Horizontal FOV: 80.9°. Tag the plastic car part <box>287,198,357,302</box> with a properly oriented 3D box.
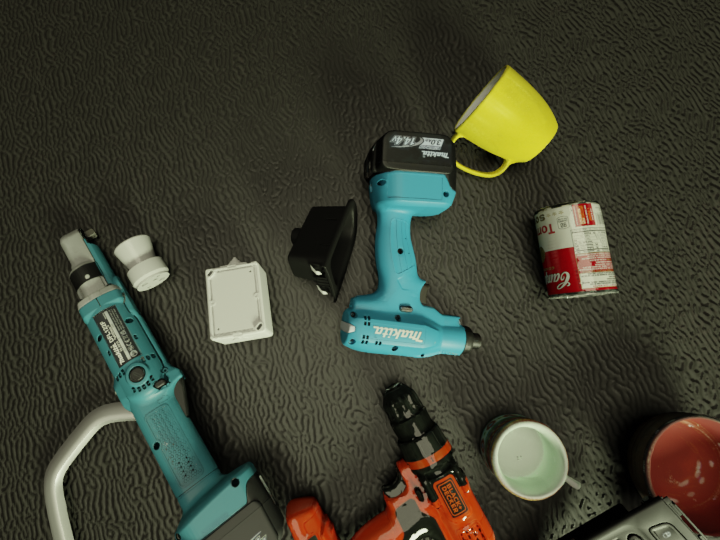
[{"bbox_3d":[-0.048,-0.032,0.494,0.073,0.063,0.118,3,51,14],"label":"plastic car part"}]

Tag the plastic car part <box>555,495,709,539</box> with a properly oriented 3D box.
[{"bbox_3d":[0.218,0.284,0.409,0.204,0.066,0.067,-41,87,10],"label":"plastic car part"}]

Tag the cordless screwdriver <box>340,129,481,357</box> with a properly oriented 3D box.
[{"bbox_3d":[0.069,-0.027,0.486,0.157,0.075,0.250,7,83,-9],"label":"cordless screwdriver"}]

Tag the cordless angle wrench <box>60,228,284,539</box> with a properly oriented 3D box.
[{"bbox_3d":[-0.237,0.119,0.468,0.096,0.073,0.436,-33,72,-19],"label":"cordless angle wrench"}]

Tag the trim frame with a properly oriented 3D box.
[{"bbox_3d":[-0.254,0.272,0.473,0.184,0.027,0.253,-24,78,-1],"label":"trim frame"}]
